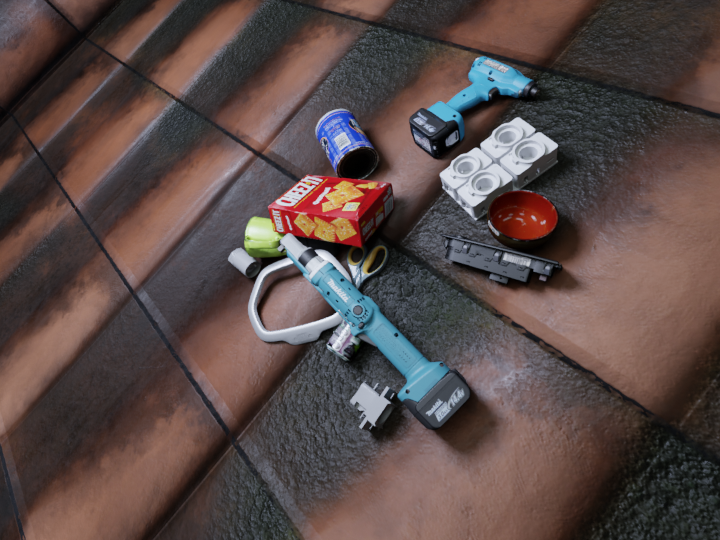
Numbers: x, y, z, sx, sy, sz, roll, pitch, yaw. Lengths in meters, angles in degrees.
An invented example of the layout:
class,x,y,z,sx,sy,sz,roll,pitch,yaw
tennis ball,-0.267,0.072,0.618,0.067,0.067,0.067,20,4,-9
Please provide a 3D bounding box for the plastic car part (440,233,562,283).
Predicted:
class,x,y,z,sx,sy,sz,roll,pitch,yaw
plastic car part,0.236,-0.018,0.745,0.213,0.063,0.066,23,102,30

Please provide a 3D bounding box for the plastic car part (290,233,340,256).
class,x,y,z,sx,sy,sz,roll,pitch,yaw
plastic car part,-0.088,-0.058,0.904,0.120,0.069,0.066,1,30,18

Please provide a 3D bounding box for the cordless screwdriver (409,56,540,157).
class,x,y,z,sx,sy,sz,roll,pitch,yaw
cordless screwdriver,0.237,-0.342,0.895,0.248,0.070,0.168,-42,56,-4

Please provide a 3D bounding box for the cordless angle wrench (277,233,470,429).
class,x,y,z,sx,sy,sz,roll,pitch,yaw
cordless angle wrench,0.000,0.077,0.739,0.098,0.071,0.440,-44,68,-4

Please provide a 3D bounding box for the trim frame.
class,x,y,z,sx,sy,sz,roll,pitch,yaw
trim frame,-0.130,0.057,0.875,0.254,0.026,0.189,-17,67,19
